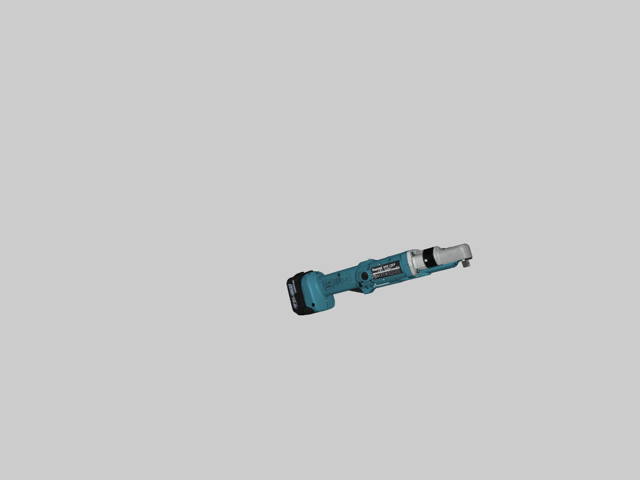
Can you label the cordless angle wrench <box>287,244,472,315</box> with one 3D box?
[{"bbox_3d":[0.104,0.073,0.866,0.424,0.098,0.074,-20,-9,40],"label":"cordless angle wrench"}]
